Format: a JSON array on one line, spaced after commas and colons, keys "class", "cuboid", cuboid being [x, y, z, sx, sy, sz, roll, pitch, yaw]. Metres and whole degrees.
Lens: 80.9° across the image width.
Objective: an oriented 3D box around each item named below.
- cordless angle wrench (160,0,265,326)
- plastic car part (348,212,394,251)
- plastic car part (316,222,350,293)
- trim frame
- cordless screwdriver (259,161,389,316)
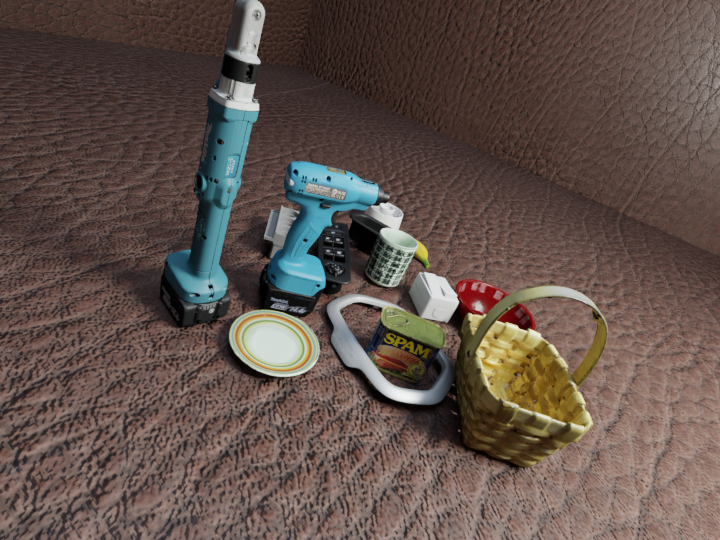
[{"class": "cordless angle wrench", "cuboid": [-0.183, -0.113, 0.539, 0.071, 0.418, 0.103, -9, 42, -45]}, {"class": "plastic car part", "cuboid": [0.021, -0.076, 0.952, 0.120, 0.070, 0.065, 29, 30, 15]}, {"class": "plastic car part", "cuboid": [-0.058, -0.025, 0.824, 0.065, 0.066, 0.210, 13, 30, -14]}, {"class": "trim frame", "cuboid": [0.043, 0.117, 0.685, 0.176, 0.027, 0.262, -1, 35, -32]}, {"class": "cordless screwdriver", "cuboid": [-0.065, -0.043, 0.666, 0.154, 0.246, 0.077, 11, 31, -19]}]
